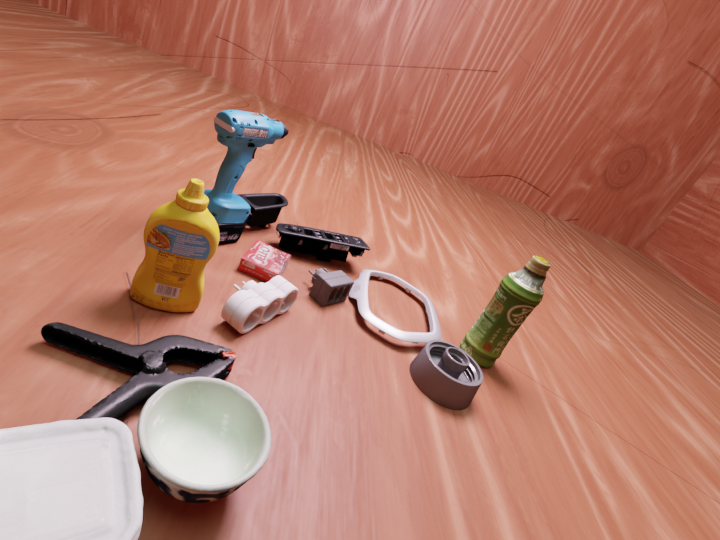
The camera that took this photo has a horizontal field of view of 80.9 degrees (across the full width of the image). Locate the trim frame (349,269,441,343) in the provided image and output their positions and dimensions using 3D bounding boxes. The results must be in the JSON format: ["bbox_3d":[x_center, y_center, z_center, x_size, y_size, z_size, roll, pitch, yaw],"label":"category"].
[{"bbox_3d":[0.067,0.065,0.830,0.183,0.027,0.253,21,25,-6],"label":"trim frame"}]

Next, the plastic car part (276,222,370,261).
[{"bbox_3d":[-0.087,-0.057,0.893,0.196,0.066,0.069,14,27,-19],"label":"plastic car part"}]

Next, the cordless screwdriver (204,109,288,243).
[{"bbox_3d":[-0.225,-0.173,0.792,0.077,0.247,0.153,36,27,21],"label":"cordless screwdriver"}]

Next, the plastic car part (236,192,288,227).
[{"bbox_3d":[-0.212,-0.126,0.918,0.069,0.070,0.112,38,28,27],"label":"plastic car part"}]
